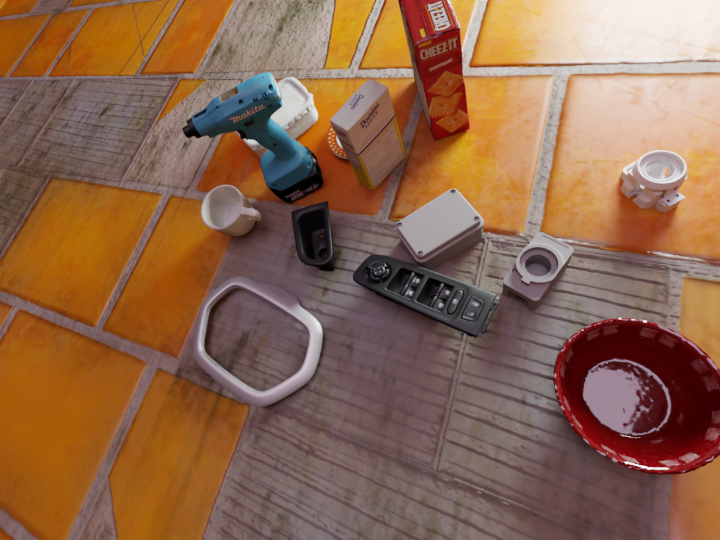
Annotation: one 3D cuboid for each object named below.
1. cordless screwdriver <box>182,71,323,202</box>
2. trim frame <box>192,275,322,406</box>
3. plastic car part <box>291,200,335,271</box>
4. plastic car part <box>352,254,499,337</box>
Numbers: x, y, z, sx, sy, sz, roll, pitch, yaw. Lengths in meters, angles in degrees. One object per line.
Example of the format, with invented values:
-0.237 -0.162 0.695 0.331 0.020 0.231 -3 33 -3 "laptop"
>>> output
-0.170 -0.205 0.717 0.161 0.237 0.077 -22 62 8 "cordless screwdriver"
-0.175 0.107 0.696 0.261 0.026 0.184 24 77 28 "trim frame"
-0.069 -0.045 0.702 0.067 0.067 0.120 -17 62 12 "plastic car part"
0.087 0.033 0.608 0.213 0.064 0.066 23 76 28 "plastic car part"
